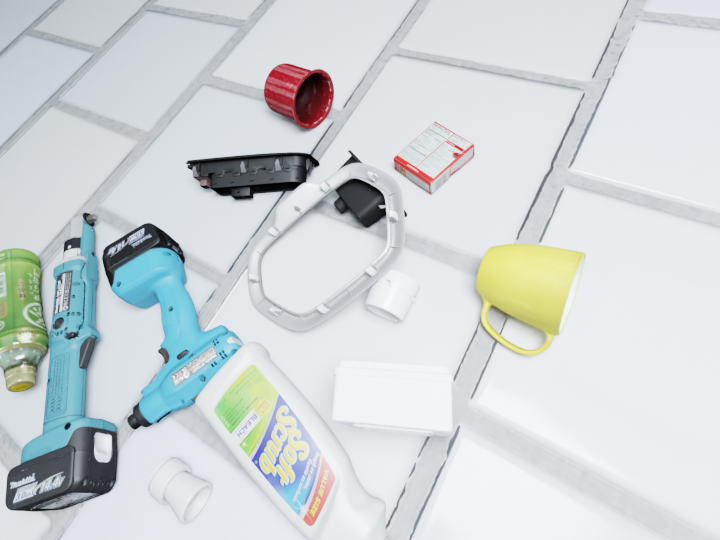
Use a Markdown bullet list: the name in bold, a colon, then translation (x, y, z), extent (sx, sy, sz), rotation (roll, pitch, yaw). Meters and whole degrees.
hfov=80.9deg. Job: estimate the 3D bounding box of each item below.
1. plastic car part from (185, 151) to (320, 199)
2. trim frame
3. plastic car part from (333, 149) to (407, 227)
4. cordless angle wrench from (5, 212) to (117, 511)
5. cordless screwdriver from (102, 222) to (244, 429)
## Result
- **plastic car part**: translation (-0.164, -0.145, 0.647), extent (0.207, 0.064, 0.068), rotation (-5, 72, 12)
- **trim frame**: translation (-0.053, -0.035, 0.543), extent (0.250, 0.026, 0.193), rotation (-39, 56, 14)
- **plastic car part**: translation (-0.002, -0.105, 0.589), extent (0.071, 0.062, 0.122), rotation (-43, 58, 6)
- **cordless angle wrench**: translation (-0.398, 0.084, 0.587), extent (0.098, 0.071, 0.441), rotation (-22, 58, 1)
- **cordless screwdriver**: translation (-0.271, 0.066, 0.560), extent (0.158, 0.071, 0.260), rotation (-37, 64, -6)
